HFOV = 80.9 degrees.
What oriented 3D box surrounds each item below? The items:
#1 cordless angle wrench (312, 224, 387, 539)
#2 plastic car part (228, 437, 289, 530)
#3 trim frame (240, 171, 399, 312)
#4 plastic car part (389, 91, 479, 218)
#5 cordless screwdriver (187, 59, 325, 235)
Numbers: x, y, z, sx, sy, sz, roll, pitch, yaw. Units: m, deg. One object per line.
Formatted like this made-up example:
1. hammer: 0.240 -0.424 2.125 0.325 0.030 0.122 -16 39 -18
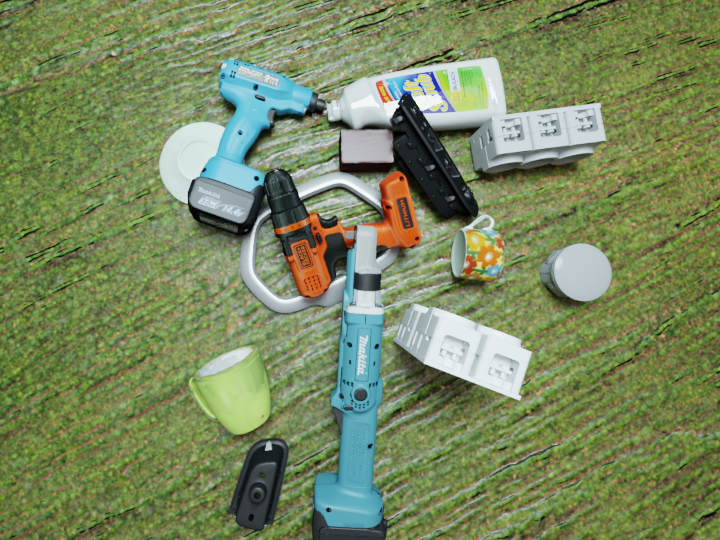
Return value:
1. cordless angle wrench: -0.004 0.153 0.551 0.098 0.075 0.421 3 94 -2
2. plastic car part: -0.138 0.296 0.574 0.066 0.071 0.116 15 88 -3
3. trim frame: -0.062 -0.040 0.629 0.247 0.027 0.186 -26 84 -4
4. plastic car part: 0.100 -0.147 0.599 0.068 0.067 0.198 -35 106 25
5. cordless screwdriver: -0.148 -0.175 0.611 0.156 0.075 0.251 14 76 -11
